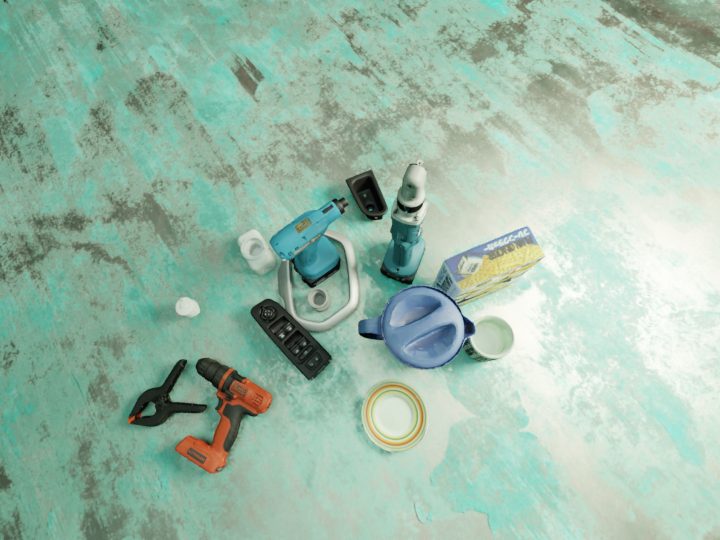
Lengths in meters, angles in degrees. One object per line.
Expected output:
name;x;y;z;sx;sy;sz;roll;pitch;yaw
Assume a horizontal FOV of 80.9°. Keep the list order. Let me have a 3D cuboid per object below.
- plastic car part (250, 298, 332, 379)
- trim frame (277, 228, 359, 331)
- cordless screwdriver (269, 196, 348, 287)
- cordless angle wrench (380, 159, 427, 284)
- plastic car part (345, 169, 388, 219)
plastic car part;-0.149;0.139;0.898;0.210;0.065;0.066;42;81;18
trim frame;-0.099;0.013;0.952;0.186;0.027;0.254;-9;71;6
cordless screwdriver;-0.084;-0.055;0.858;0.158;0.242;0.077;-36;75;-6
cordless angle wrench;0.082;-0.071;0.748;0.076;0.411;0.098;21;77;9
plastic car part;0.019;-0.159;0.968;0.066;0.069;0.120;-22;71;-1
